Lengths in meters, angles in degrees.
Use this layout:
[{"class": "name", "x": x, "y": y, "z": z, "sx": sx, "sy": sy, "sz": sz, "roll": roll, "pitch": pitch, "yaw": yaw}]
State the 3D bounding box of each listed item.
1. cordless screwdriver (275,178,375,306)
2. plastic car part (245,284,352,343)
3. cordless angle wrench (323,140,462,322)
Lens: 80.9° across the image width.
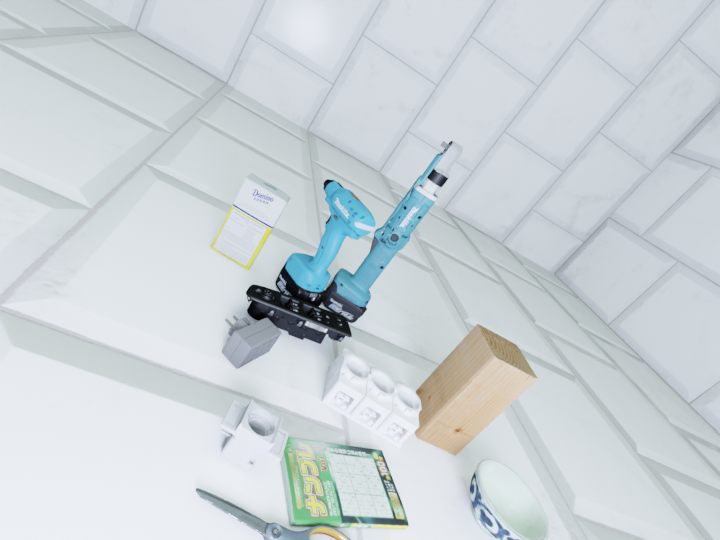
[{"class": "cordless screwdriver", "x": -0.083, "y": -0.054, "z": 0.851, "sx": 0.070, "sy": 0.249, "sz": 0.168, "roll": 13, "pitch": 31, "yaw": -43}, {"class": "plastic car part", "x": -0.119, "y": 0.083, "z": 0.762, "sx": 0.197, "sy": 0.067, "sz": 0.068, "roll": 27, "pitch": 23, "yaw": -15}, {"class": "cordless angle wrench", "x": 0.068, "y": -0.075, "z": 0.866, "sx": 0.098, "sy": 0.423, "sz": 0.075, "roll": 35, "pitch": 22, "yaw": -3}]
